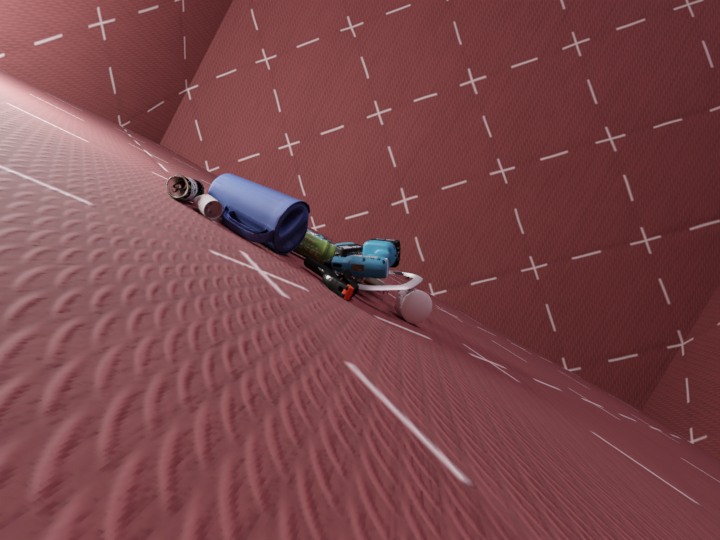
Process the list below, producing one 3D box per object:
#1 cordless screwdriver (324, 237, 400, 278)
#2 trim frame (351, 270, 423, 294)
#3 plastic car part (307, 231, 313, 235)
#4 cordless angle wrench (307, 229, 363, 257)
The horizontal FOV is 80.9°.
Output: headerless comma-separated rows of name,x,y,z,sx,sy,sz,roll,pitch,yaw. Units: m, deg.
cordless screwdriver,0.015,-0.033,1.117,0.164,0.073,0.244,5,13,17
trim frame,0.052,0.027,1.036,0.191,0.027,0.242,4,12,21
plastic car part,-0.202,-0.104,1.336,0.114,0.066,0.072,31,-11,-11
cordless angle wrench,-0.136,-0.089,1.392,0.094,0.073,0.446,-6,19,-31
